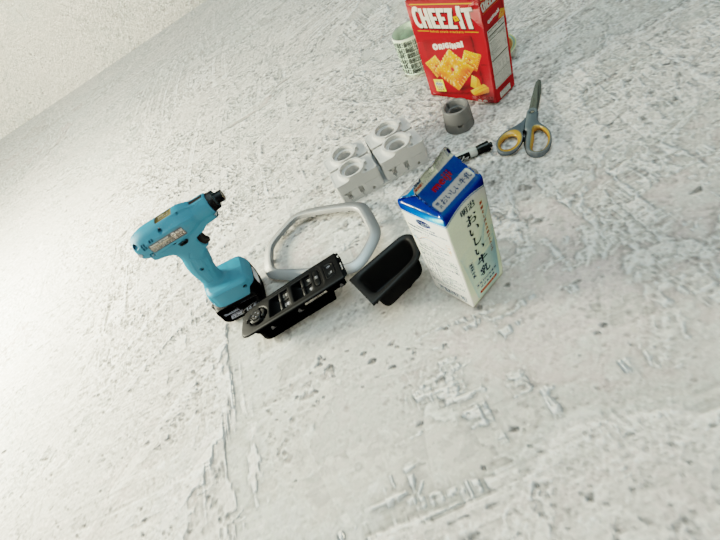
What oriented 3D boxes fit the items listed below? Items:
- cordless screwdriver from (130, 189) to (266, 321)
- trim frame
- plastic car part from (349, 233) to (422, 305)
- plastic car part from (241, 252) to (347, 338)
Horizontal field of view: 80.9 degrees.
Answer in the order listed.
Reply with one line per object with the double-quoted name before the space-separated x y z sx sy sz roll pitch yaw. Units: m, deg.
"cordless screwdriver" -0.241 -0.022 0.718 0.160 0.235 0.078 -30 47 4
"trim frame" -0.077 -0.051 0.792 0.258 0.026 0.187 -5 54 27
"plastic car part" 0.054 0.009 0.644 0.116 0.067 0.070 -40 47 -4
"plastic car part" -0.107 0.053 0.704 0.204 0.063 0.069 -29 47 6
